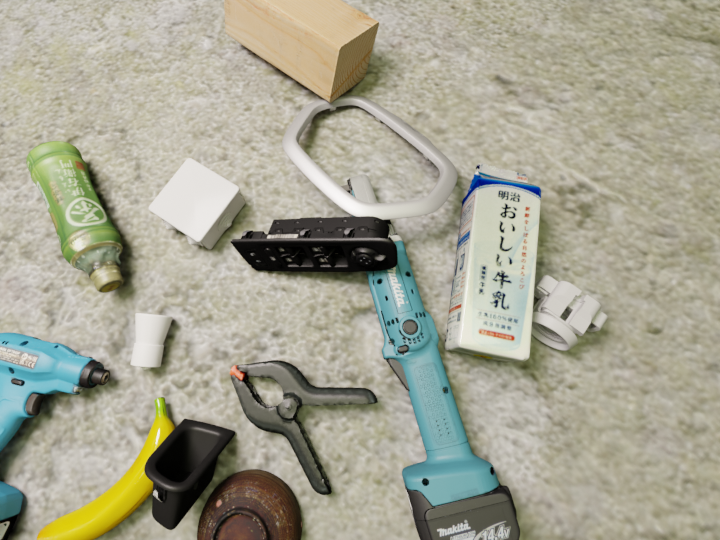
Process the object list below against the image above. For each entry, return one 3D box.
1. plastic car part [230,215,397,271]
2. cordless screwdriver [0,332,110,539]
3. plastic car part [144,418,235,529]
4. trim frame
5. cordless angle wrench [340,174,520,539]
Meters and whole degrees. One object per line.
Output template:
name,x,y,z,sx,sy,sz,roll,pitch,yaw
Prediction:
plastic car part,-0.049,-0.032,0.505,0.211,0.063,0.067,4,49,26
cordless screwdriver,-0.402,0.206,0.484,0.161,0.072,0.252,10,70,6
plastic car part,-0.187,0.220,0.447,0.067,0.116,0.070,9,99,3
trim frame,0.009,-0.155,0.557,0.181,0.027,0.260,-35,62,-21
cordless angle wrench,0.054,0.072,0.489,0.098,0.072,0.435,-15,70,-1
